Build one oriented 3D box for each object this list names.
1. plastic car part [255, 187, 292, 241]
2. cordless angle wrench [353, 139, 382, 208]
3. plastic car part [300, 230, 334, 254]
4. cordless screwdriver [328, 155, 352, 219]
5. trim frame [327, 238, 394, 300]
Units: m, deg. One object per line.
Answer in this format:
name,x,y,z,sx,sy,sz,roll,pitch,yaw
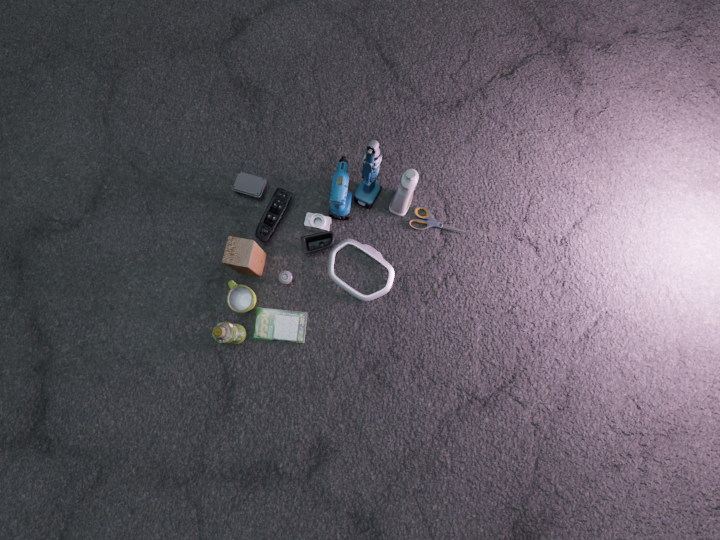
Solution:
plastic car part,-0.315,-0.196,1.529,0.067,0.066,0.203,25,80,6
cordless angle wrench,0.031,-0.310,1.353,0.075,0.416,0.098,28,80,4
plastic car part,-0.146,-0.095,1.492,0.116,0.070,0.067,-14,78,-1
cordless screwdriver,-0.065,-0.270,1.438,0.075,0.245,0.161,8,79,0
trim frame,-0.001,-0.004,1.482,0.254,0.027,0.184,34,81,11
